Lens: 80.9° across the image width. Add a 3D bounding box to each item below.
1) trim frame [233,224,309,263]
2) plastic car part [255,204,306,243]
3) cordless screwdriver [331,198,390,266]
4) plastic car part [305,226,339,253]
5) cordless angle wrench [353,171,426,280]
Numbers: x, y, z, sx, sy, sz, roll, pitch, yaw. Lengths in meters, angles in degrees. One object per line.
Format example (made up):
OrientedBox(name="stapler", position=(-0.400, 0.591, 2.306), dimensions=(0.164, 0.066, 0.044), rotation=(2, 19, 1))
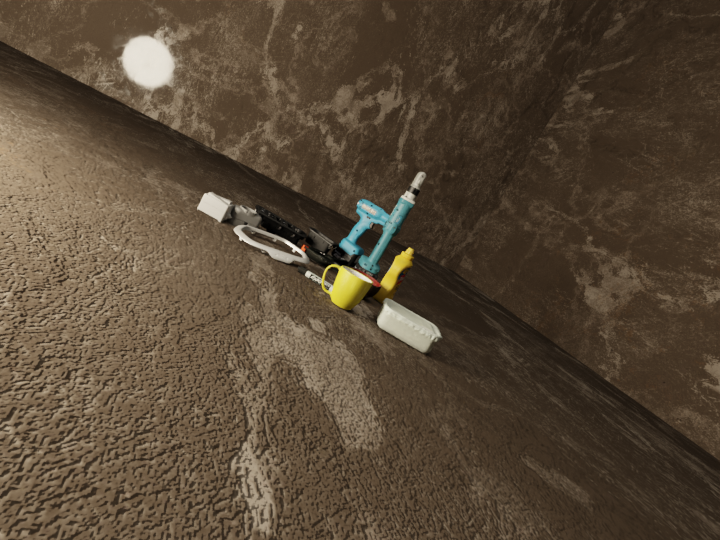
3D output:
OrientedBox(name="trim frame", position=(-0.257, -0.074, 1.231), dimensions=(0.236, 0.027, 0.194), rotation=(21, 13, -35))
OrientedBox(name="plastic car part", position=(-0.271, -0.144, 1.418), dimensions=(0.195, 0.067, 0.069), rotation=(25, 11, -22))
OrientedBox(name="cordless screwdriver", position=(0.011, -0.122, 1.551), dimensions=(0.166, 0.248, 0.071), rotation=(35, 11, 24))
OrientedBox(name="plastic car part", position=(-0.147, -0.096, 1.502), dimensions=(0.121, 0.071, 0.063), rotation=(33, 11, 19))
OrientedBox(name="cordless angle wrench", position=(0.108, -0.148, 1.449), dimensions=(0.073, 0.422, 0.100), rotation=(28, 10, -10))
